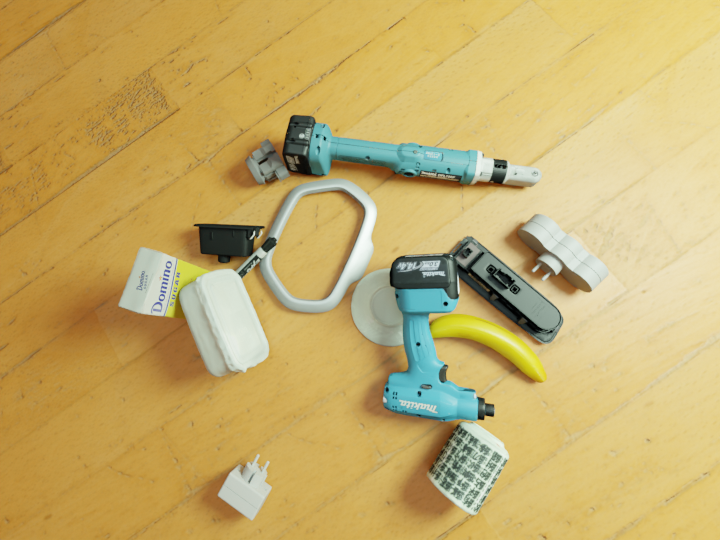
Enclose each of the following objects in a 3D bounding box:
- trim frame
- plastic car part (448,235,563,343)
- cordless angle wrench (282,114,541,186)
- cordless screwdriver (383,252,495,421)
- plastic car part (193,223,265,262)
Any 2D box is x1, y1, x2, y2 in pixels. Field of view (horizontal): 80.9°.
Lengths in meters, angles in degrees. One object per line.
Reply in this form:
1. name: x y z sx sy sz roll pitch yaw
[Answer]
1. trim frame: -0.072 -0.047 0.740 0.189 0.027 0.249 21 81 13
2. plastic car part: 0.234 0.027 0.663 0.207 0.066 0.066 43 80 11
3. cordless angle wrench: 0.083 -0.186 0.714 0.428 0.096 0.075 9 78 7
4. cordless screwdriver: 0.117 0.099 0.629 0.164 0.072 0.248 2 93 19
5. plastic car part: -0.235 -0.049 0.752 0.119 0.065 0.070 0 94 11
